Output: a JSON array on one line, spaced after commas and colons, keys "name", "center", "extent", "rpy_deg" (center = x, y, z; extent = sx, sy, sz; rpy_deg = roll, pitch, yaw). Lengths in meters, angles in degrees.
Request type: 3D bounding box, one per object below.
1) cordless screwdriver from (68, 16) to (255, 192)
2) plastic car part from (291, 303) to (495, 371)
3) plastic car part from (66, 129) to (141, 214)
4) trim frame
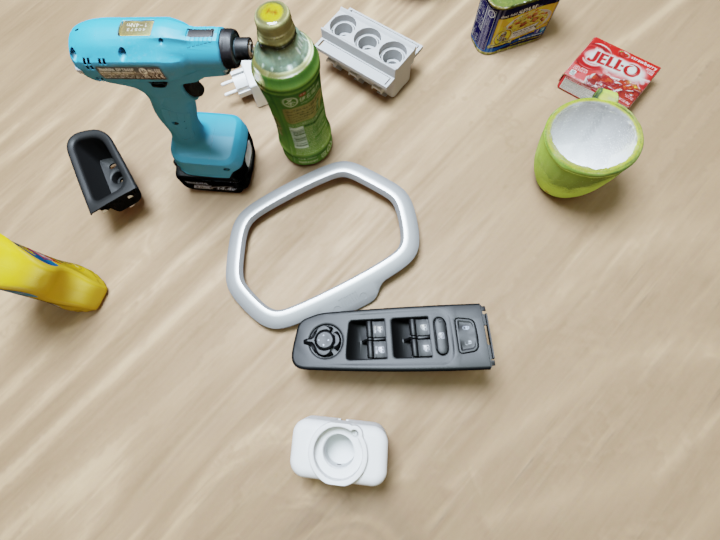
[{"name": "cordless screwdriver", "center": [-0.169, -0.169, 0.464], "extent": [0.161, 0.242, 0.075], "rpy_deg": [5, 75, 5]}, {"name": "plastic car part", "center": [0.028, 0.075, 0.454], "extent": [0.205, 0.065, 0.067], "rpy_deg": [-3, 74, 6]}, {"name": "plastic car part", "center": [-0.331, -0.126, 0.562], "extent": [0.066, 0.069, 0.120], "rpy_deg": [-30, 73, -5]}, {"name": "trim frame", "center": [-0.051, -0.033, 0.519], "extent": [0.248, 0.027, 0.190], "rpy_deg": [-28, 71, -2]}]
